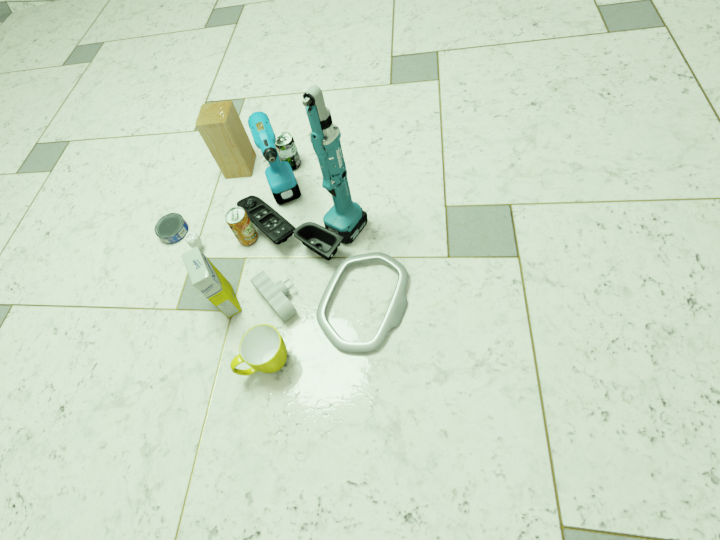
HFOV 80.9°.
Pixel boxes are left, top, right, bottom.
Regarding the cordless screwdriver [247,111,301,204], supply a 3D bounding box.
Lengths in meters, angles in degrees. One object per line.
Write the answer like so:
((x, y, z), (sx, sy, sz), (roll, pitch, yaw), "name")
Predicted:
((-0.213, -0.261, 1.069), (0.074, 0.238, 0.166), (-21, 58, -4), "cordless screwdriver")

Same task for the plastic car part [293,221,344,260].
((-0.100, -0.065, 1.022), (0.122, 0.068, 0.066), (28, 67, 26), "plastic car part")

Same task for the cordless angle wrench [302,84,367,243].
((-0.058, -0.211, 0.901), (0.078, 0.406, 0.097), (29, 67, 23), "cordless angle wrench")

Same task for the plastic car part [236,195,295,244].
((-0.245, -0.130, 1.098), (0.066, 0.064, 0.213), (-40, 59, -14), "plastic car part")

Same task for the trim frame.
((0.008, 0.064, 0.941), (0.191, 0.026, 0.250), (15, 63, 21), "trim frame")
